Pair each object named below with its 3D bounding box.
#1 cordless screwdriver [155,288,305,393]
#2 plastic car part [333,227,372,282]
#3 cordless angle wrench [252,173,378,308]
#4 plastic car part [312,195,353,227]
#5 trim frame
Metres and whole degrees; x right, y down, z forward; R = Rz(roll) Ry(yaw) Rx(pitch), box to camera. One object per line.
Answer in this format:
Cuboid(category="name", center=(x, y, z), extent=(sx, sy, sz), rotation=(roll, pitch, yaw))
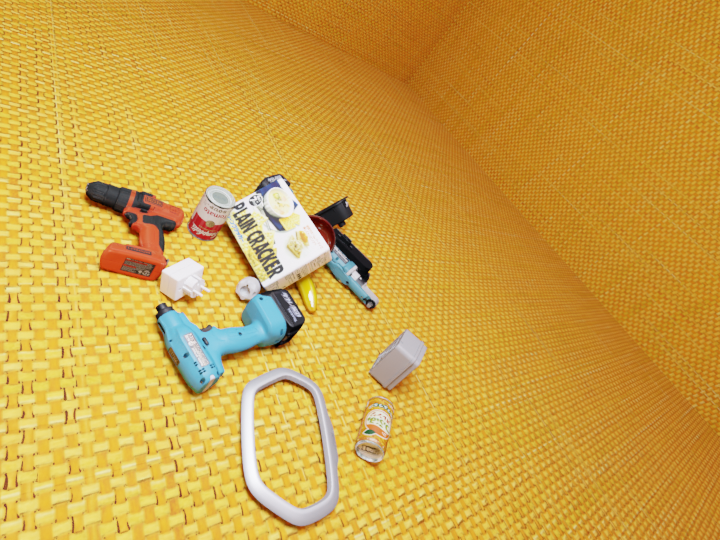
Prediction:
Cuboid(category="cordless screwdriver", center=(-0.228, 0.094, 0.752), extent=(0.164, 0.075, 0.240), rotation=(50, 38, 15))
Cuboid(category="plastic car part", center=(-0.040, -0.053, 1.128), extent=(0.206, 0.067, 0.065), rotation=(48, 26, 8))
Cuboid(category="cordless angle wrench", center=(-0.105, -0.069, 1.076), extent=(0.429, 0.075, 0.096), rotation=(47, 33, 8))
Cuboid(category="plastic car part", center=(-0.072, -0.151, 1.178), extent=(0.069, 0.120, 0.065), rotation=(62, 31, -13))
Cuboid(category="trim frame", center=(-0.111, 0.274, 0.691), extent=(0.175, 0.027, 0.260), rotation=(15, 38, -31))
